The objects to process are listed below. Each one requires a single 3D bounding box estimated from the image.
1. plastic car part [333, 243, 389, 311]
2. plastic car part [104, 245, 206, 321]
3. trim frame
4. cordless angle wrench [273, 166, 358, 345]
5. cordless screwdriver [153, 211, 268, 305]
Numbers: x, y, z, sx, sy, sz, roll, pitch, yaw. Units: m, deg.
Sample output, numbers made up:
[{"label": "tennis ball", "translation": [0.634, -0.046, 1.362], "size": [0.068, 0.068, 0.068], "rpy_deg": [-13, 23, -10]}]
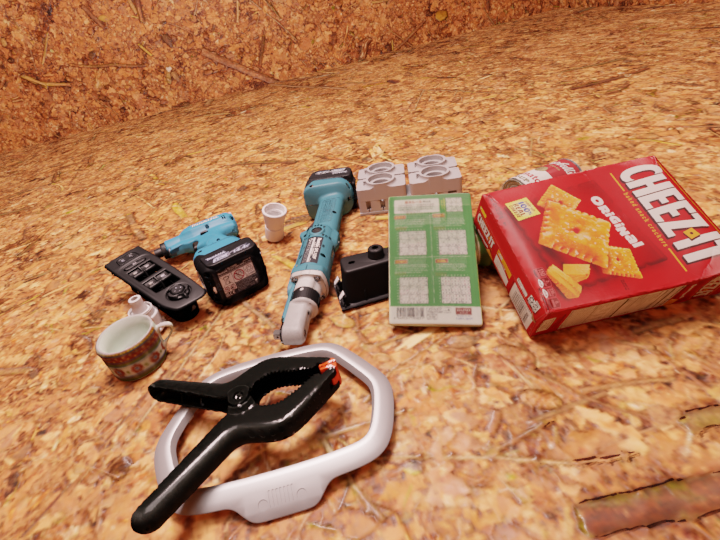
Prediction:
[{"label": "plastic car part", "translation": [0.018, -0.001, 0.583], "size": [0.116, 0.068, 0.069], "rpy_deg": [-17, 33, -2]}, {"label": "plastic car part", "translation": [-0.319, 0.027, 0.662], "size": [0.214, 0.065, 0.065], "rpy_deg": [19, 36, 34]}, {"label": "trim frame", "translation": [-0.088, 0.153, 0.432], "size": [0.247, 0.026, 0.192], "rpy_deg": [-15, 32, -5]}, {"label": "cordless angle wrench", "translation": [-0.067, -0.044, 0.681], "size": [0.100, 0.071, 0.432], "rpy_deg": [-7, 36, 10]}, {"label": "cordless screwdriver", "translation": [-0.262, -0.025, 0.719], "size": [0.156, 0.072, 0.262], "rpy_deg": [-26, 31, -19]}]
